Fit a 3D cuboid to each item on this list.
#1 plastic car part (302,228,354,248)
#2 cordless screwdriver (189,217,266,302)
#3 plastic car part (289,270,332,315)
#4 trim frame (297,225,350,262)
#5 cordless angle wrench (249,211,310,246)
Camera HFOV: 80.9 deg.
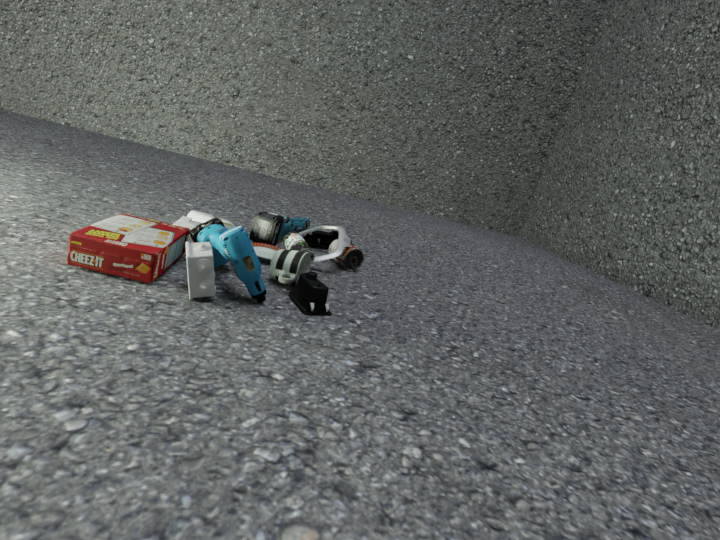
[{"bbox_3d":[-0.107,-0.103,1.424,0.195,0.066,0.070,3,26,-28],"label":"plastic car part"},{"bbox_3d":[-0.280,-0.027,0.906,0.073,0.154,0.262,-30,26,-26],"label":"cordless screwdriver"},{"bbox_3d":[-0.107,0.040,0.902,0.063,0.070,0.123,7,20,-34],"label":"plastic car part"},{"bbox_3d":[-0.123,-0.080,1.254,0.186,0.027,0.253,-7,26,6],"label":"trim frame"},{"bbox_3d":[-0.242,-0.146,1.415,0.076,0.097,0.417,18,11,8],"label":"cordless angle wrench"}]
